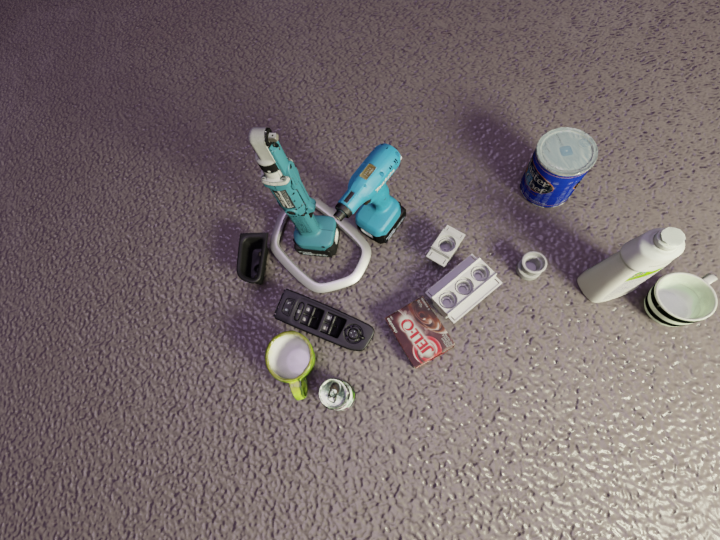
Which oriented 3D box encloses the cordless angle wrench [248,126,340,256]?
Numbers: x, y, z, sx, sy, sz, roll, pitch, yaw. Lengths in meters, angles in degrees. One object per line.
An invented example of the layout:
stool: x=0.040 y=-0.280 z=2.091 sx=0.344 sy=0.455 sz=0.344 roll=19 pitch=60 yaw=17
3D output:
cordless angle wrench: x=-0.119 y=-0.128 z=0.770 sx=0.100 sy=0.408 sz=0.075 roll=6 pitch=73 yaw=10

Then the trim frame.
trim frame: x=-0.093 y=-0.061 z=0.946 sx=0.259 sy=0.026 sz=0.183 roll=42 pitch=83 yaw=22

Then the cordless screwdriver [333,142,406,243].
cordless screwdriver: x=0.019 y=-0.122 z=0.829 sx=0.077 sy=0.240 sz=0.159 roll=35 pitch=80 yaw=17

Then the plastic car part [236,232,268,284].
plastic car part: x=-0.233 y=-0.019 z=0.939 sx=0.067 sy=0.068 sz=0.119 roll=-2 pitch=70 yaw=9

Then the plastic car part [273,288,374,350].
plastic car part: x=-0.072 y=0.107 z=0.859 sx=0.210 sy=0.064 sz=0.066 roll=20 pitch=75 yaw=18
